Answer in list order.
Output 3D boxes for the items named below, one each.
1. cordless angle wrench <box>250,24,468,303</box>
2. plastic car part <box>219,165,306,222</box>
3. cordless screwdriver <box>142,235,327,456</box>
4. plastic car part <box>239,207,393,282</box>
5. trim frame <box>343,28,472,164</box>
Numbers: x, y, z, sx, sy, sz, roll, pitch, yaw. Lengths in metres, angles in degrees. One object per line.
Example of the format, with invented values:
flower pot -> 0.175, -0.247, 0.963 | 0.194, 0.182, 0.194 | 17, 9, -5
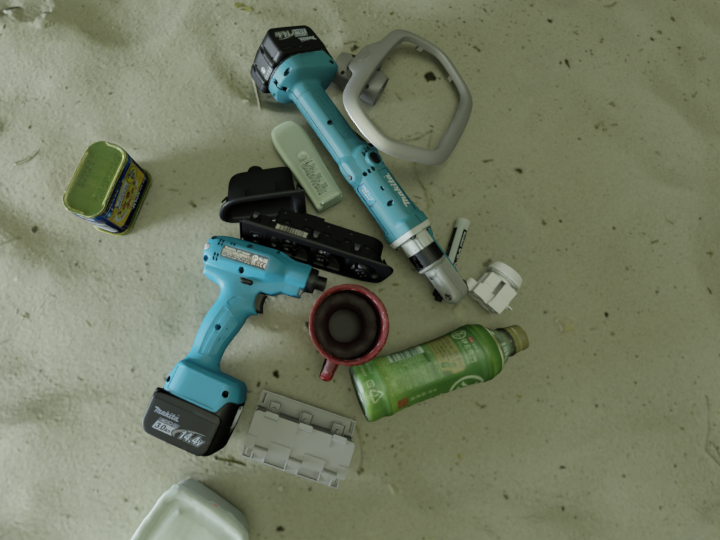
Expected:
cordless angle wrench -> 0.005, -0.136, 0.562 | 0.095, 0.075, 0.428 | -29, 81, -38
plastic car part -> -0.133, -0.109, 0.572 | 0.116, 0.064, 0.073 | -4, 64, -2
cordless screwdriver -> -0.146, 0.088, 0.514 | 0.160, 0.073, 0.251 | 15, 74, 3
plastic car part -> -0.055, -0.036, 0.558 | 0.204, 0.065, 0.068 | 21, 54, 2
trim frame -> 0.070, -0.245, 0.587 | 0.181, 0.028, 0.249 | 35, 61, -9
